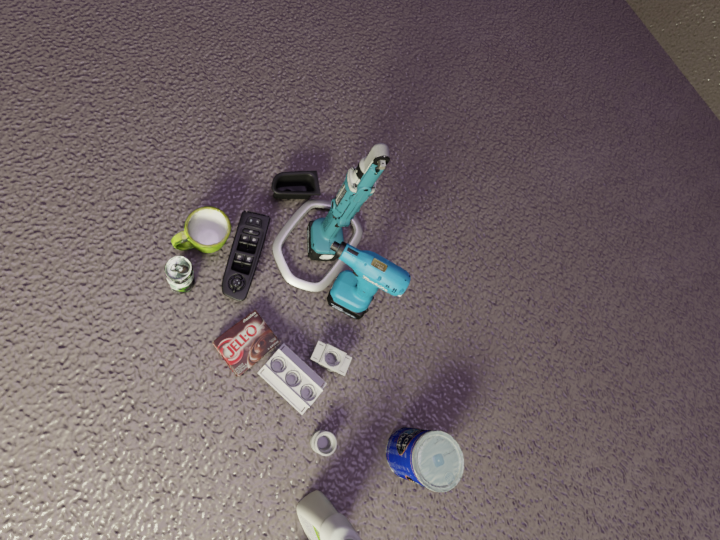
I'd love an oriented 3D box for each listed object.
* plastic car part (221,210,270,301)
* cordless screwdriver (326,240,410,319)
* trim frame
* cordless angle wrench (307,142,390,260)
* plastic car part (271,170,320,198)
[{"bbox_3d":[-0.258,-0.029,0.940,0.065,0.067,0.206,15,67,-11],"label":"plastic car part"},{"bbox_3d":[-0.015,0.020,0.880,0.158,0.250,0.074,31,66,-5],"label":"cordless screwdriver"},{"bbox_3d":[-0.099,-0.065,1.013,0.184,0.027,0.248,34,66,1],"label":"trim frame"},{"bbox_3d":[-0.030,-0.126,0.836,0.072,0.425,0.100,2,72,-18],"label":"cordless angle wrench"},{"bbox_3d":[-0.163,-0.198,1.025,0.114,0.071,0.067,-6,73,-17],"label":"plastic car part"}]
